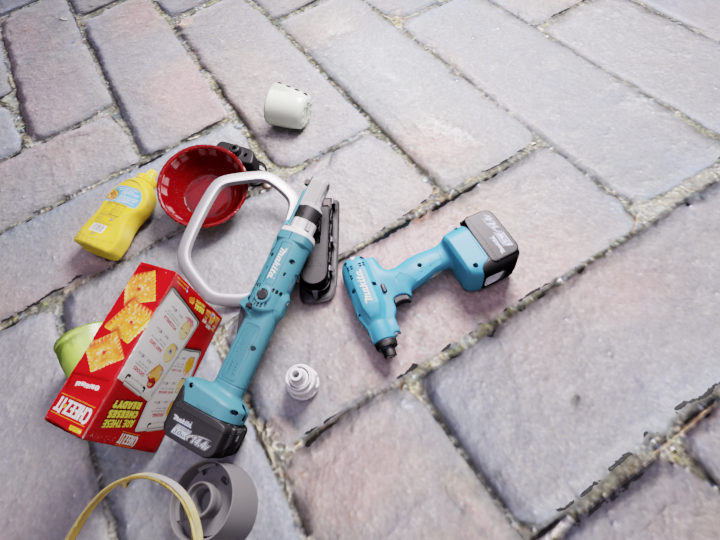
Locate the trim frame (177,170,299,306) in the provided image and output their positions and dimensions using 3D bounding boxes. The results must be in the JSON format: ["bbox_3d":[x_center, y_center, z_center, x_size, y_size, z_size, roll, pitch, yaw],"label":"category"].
[{"bbox_3d":[-0.200,-0.059,0.716,0.185,0.027,0.250,19,73,3],"label":"trim frame"}]

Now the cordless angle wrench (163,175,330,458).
[{"bbox_3d":[-0.136,0.043,0.615,0.102,0.071,0.425,17,73,19],"label":"cordless angle wrench"}]

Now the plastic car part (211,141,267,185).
[{"bbox_3d":[-0.238,-0.213,0.813,0.121,0.068,0.066,16,66,19],"label":"plastic car part"}]

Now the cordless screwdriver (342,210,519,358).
[{"bbox_3d":[0.109,0.019,0.627,0.249,0.071,0.166,-21,61,1],"label":"cordless screwdriver"}]

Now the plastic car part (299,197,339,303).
[{"bbox_3d":[-0.068,-0.045,0.699,0.066,0.065,0.208,0,64,-1],"label":"plastic car part"}]
